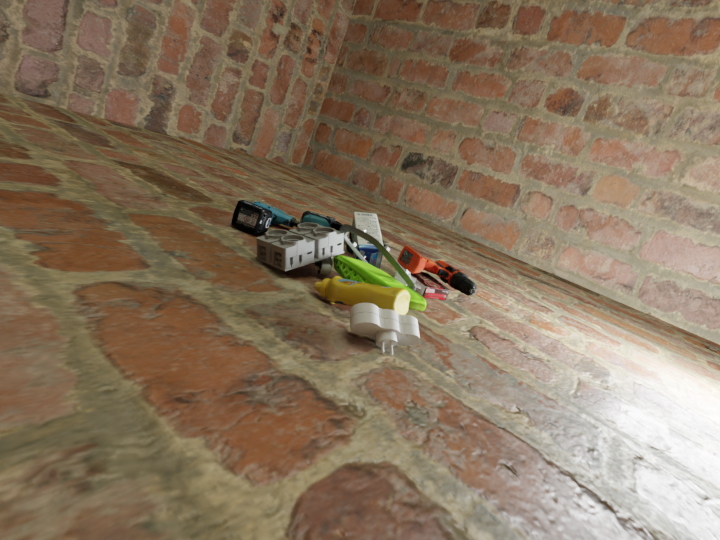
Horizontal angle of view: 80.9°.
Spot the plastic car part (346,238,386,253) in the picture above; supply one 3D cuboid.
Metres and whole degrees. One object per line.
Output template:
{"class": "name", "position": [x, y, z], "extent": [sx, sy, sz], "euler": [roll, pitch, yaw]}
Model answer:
{"class": "plastic car part", "position": [0.020, -0.065, 1.349], "extent": [0.121, 0.066, 0.068], "euler": [21, -1, 18]}

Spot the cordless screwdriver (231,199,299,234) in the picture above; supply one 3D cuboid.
{"class": "cordless screwdriver", "position": [-0.277, -0.156, 1.260], "extent": [0.160, 0.074, 0.249], "euler": [20, 11, 0]}

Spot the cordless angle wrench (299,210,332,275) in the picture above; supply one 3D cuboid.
{"class": "cordless angle wrench", "position": [-0.116, -0.076, 1.186], "extent": [0.096, 0.074, 0.436], "euler": [15, 18, -15]}

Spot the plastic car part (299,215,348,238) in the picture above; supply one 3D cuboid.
{"class": "plastic car part", "position": [-0.126, -0.158, 1.483], "extent": [0.193, 0.066, 0.070], "euler": [5, 27, -36]}

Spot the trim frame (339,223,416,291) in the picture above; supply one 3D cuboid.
{"class": "trim frame", "position": [0.042, -0.025, 1.032], "extent": [0.240, 0.027, 0.191], "euler": [47, -18, -19]}
